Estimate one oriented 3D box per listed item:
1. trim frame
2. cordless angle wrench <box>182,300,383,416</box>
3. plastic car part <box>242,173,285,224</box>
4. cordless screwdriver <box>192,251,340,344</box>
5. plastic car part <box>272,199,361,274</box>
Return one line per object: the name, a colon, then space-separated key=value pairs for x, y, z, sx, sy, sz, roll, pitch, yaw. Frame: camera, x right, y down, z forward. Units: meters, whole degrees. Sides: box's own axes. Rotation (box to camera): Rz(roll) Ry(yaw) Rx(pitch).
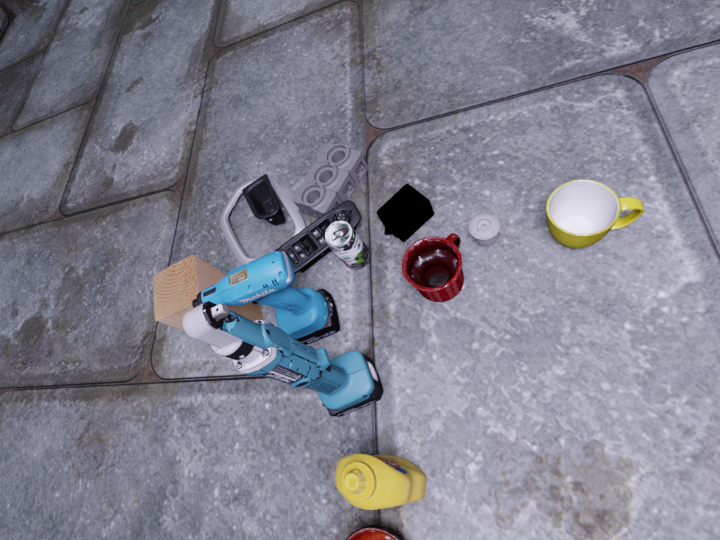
trim frame: x=-0.217 y=-0.111 z=0.932 sx=0.184 sy=0.026 sz=0.261 roll=-39 pitch=57 yaw=4
cordless angle wrench: x=-0.078 y=0.118 z=0.535 sx=0.099 sy=0.401 sz=0.077 roll=-26 pitch=60 yaw=9
plastic car part: x=-0.198 y=-0.139 z=0.911 sx=0.066 sy=0.067 sz=0.122 roll=-34 pitch=58 yaw=6
cordless screwdriver: x=-0.142 y=0.059 z=0.691 sx=0.161 sy=0.236 sz=0.077 roll=-22 pitch=61 yaw=12
plastic car part: x=-0.080 y=-0.052 z=0.818 sx=0.203 sy=0.063 sz=0.070 roll=-39 pitch=58 yaw=3
